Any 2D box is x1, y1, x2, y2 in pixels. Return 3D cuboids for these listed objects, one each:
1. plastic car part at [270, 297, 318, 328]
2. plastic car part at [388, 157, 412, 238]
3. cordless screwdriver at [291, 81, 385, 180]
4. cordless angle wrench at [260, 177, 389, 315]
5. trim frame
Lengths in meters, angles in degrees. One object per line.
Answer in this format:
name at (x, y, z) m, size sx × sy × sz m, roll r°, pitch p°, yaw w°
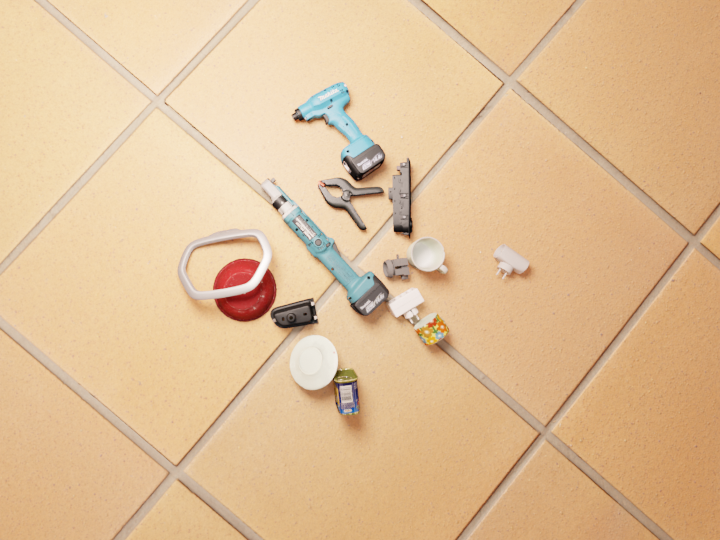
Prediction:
plastic car part at (-0.164, 0.112, 1.048) m, size 0.115 × 0.071 × 0.066 m, roll -12°, pitch 89°, yaw -8°
plastic car part at (0.106, -0.182, 1.085) m, size 0.068 × 0.065 × 0.203 m, roll -4°, pitch 87°, yaw 4°
cordless screwdriver at (-0.055, -0.346, 1.081) m, size 0.158 × 0.074 × 0.251 m, roll -30°, pitch 85°, yaw -5°
cordless angle wrench at (-0.104, -0.068, 1.064) m, size 0.098 × 0.074 × 0.425 m, roll -42°, pitch 88°, yaw -5°
trim frame at (-0.332, -0.021, 1.031) m, size 0.253 × 0.026 × 0.189 m, roll -11°, pitch 66°, yaw 11°
